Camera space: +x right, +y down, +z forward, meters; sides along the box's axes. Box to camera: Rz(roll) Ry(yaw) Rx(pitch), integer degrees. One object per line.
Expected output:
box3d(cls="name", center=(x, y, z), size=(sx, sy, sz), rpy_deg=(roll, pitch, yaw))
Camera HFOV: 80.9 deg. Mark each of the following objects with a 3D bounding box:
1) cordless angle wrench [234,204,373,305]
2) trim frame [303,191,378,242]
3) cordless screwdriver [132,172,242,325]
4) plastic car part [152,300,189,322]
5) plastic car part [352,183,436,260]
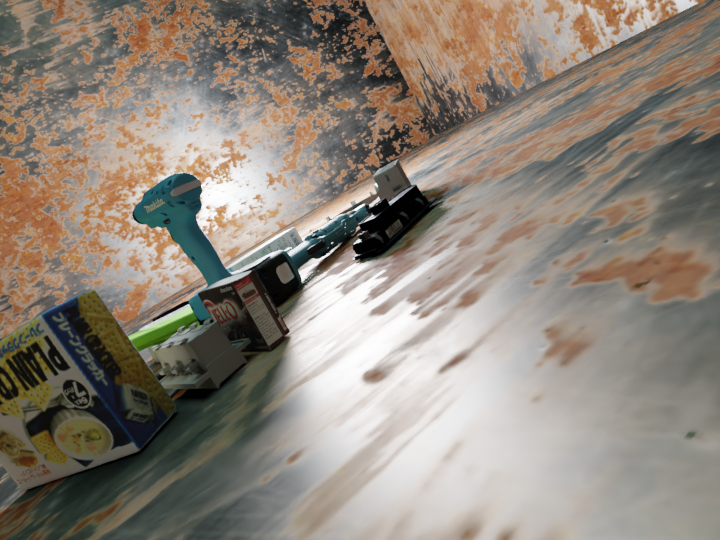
box3d(cls="cordless angle wrench", center=(-0.082, -0.054, 0.838), size=(0.101, 0.073, 0.415), rpy_deg=(-21, 13, 37))
box3d(cls="trim frame", center=(-0.054, -0.133, 1.078), size=(0.254, 0.028, 0.179), rpy_deg=(-32, 0, 45))
box3d(cls="cordless screwdriver", center=(-0.247, -0.011, 0.630), size=(0.165, 0.244, 0.073), rpy_deg=(-15, 16, 41))
box3d(cls="plastic car part", center=(-0.371, 0.106, 0.908), size=(0.074, 0.064, 0.114), rpy_deg=(-4, 21, 33))
box3d(cls="plastic car part", center=(0.052, -0.089, 0.695), size=(0.199, 0.067, 0.068), rpy_deg=(-37, 5, -40))
